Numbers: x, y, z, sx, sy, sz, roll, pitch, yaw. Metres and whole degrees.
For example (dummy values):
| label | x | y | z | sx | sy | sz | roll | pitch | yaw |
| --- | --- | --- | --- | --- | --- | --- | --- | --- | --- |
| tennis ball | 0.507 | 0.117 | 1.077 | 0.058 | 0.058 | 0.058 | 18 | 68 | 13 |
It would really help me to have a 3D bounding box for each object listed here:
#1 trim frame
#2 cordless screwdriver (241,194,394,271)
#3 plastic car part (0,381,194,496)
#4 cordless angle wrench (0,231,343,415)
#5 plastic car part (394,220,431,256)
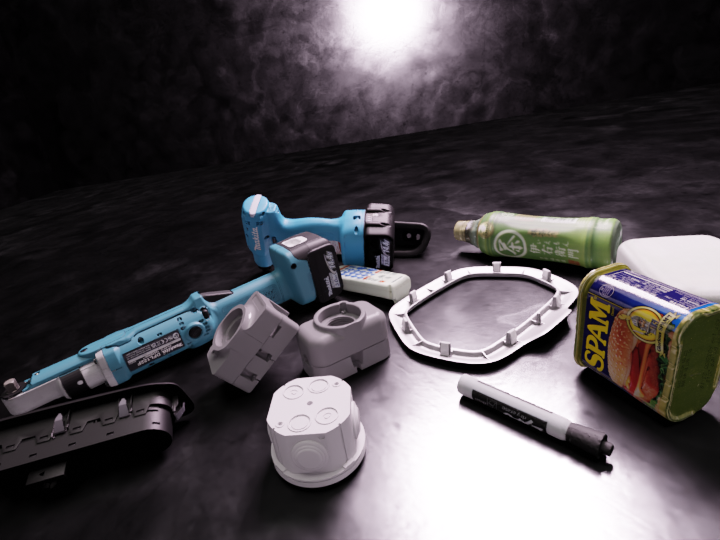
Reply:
| label | x | y | z | sx | sy | sz | roll | pitch | yaw |
| --- | --- | --- | --- | --- | --- | --- | --- | --- | --- |
| trim frame | 0.150 | 0.040 | 0.520 | 0.241 | 0.027 | 0.194 | -24 | 27 | -33 |
| cordless screwdriver | -0.069 | -0.045 | 0.707 | 0.251 | 0.154 | 0.076 | 6 | 49 | 5 |
| plastic car part | -0.256 | 0.154 | 0.383 | 0.199 | 0.064 | 0.070 | -16 | 32 | -13 |
| cordless angle wrench | -0.219 | 0.068 | 0.549 | 0.413 | 0.095 | 0.078 | -26 | 26 | -24 |
| plastic car part | 0.071 | -0.059 | 0.753 | 0.121 | 0.065 | 0.069 | 3 | 10 | 21 |
